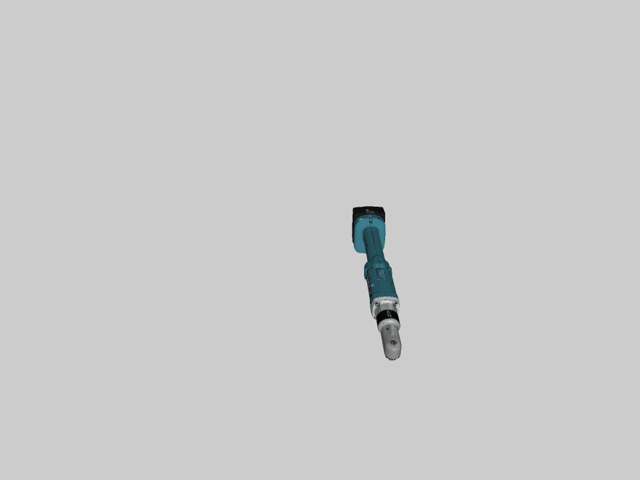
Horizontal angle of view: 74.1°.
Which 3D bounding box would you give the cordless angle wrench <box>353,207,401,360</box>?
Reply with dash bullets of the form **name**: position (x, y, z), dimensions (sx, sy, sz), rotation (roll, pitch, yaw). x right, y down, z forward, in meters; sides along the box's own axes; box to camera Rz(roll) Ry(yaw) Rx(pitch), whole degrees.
- **cordless angle wrench**: position (0.116, 0.068, 0.861), dimensions (0.074, 0.098, 0.421), rotation (-1, 33, 0)
